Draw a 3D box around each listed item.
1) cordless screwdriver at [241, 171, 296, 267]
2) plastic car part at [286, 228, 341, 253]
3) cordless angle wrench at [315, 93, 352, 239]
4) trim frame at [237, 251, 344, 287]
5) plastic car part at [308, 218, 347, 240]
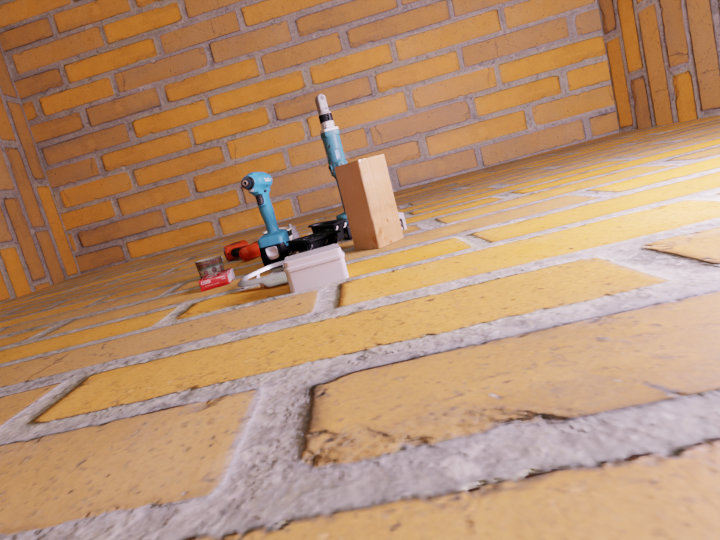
[{"bbox_3d":[-0.240,-0.129,1.077,0.075,0.246,0.159,-14,9,7],"label":"cordless screwdriver"},{"bbox_3d":[-0.104,-0.068,1.066,0.069,0.066,0.199,-10,13,26],"label":"plastic car part"},{"bbox_3d":[-0.065,-0.302,1.233,0.073,0.418,0.101,-17,8,-17],"label":"cordless angle wrench"},{"bbox_3d":[-0.153,-0.003,0.926,0.252,0.027,0.184,-13,12,10],"label":"trim frame"},{"bbox_3d":[-0.091,-0.106,1.211,0.122,0.070,0.064,-5,14,43],"label":"plastic car part"}]
